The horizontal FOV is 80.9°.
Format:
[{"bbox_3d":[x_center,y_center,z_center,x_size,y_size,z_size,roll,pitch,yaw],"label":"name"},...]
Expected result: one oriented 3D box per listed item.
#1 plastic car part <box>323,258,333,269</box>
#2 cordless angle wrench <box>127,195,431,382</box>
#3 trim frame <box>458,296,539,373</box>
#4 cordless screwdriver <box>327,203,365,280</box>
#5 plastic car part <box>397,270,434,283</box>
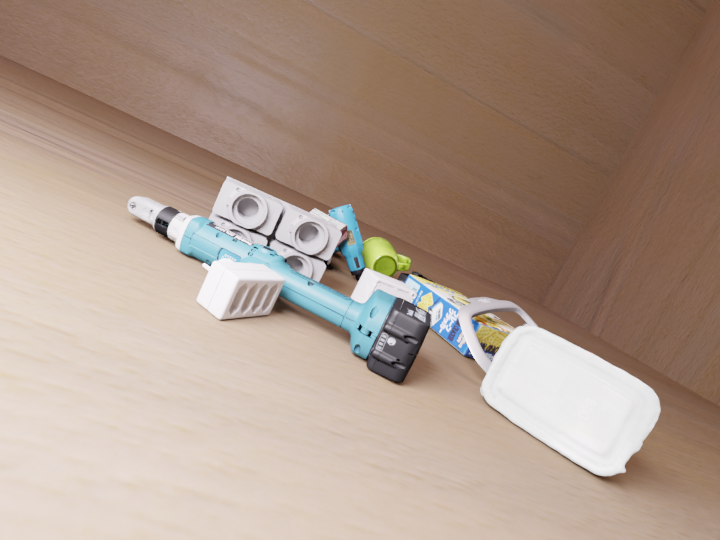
[{"bbox_3d":[-0.089,-0.058,0.906,0.064,0.071,0.121,23,13,-22],"label":"plastic car part"},{"bbox_3d":[-0.124,-0.003,0.533,0.434,0.074,0.096,25,9,13],"label":"cordless angle wrench"},{"bbox_3d":[0.240,0.118,0.669,0.237,0.028,0.191,-2,55,-43],"label":"trim frame"},{"bbox_3d":[-0.040,-0.067,0.980,0.074,0.158,0.253,-17,7,-8],"label":"cordless screwdriver"},{"bbox_3d":[0.123,0.036,0.990,0.070,0.067,0.193,23,4,29],"label":"plastic car part"}]
